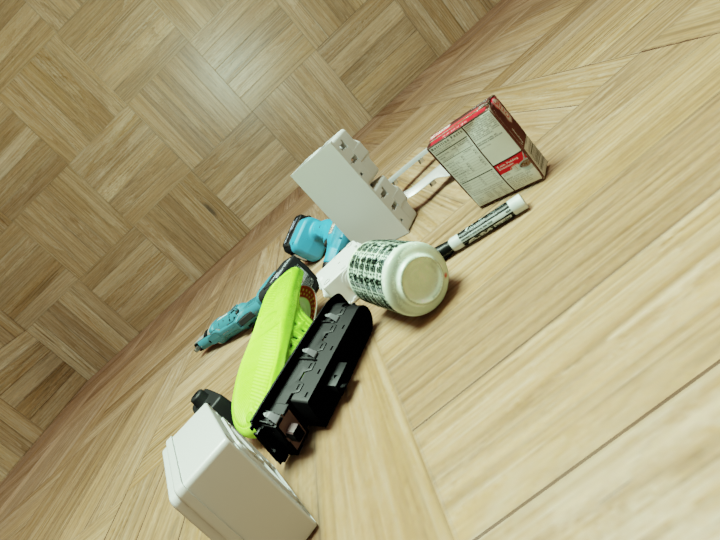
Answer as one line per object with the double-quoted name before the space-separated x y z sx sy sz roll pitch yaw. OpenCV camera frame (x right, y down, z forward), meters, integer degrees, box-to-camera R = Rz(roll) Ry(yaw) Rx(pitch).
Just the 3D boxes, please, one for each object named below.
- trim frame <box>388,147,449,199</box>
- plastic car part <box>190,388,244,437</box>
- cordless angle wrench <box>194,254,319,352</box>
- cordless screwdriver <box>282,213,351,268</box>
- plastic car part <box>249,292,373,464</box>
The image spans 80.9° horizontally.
"trim frame" 0.126 -0.191 0.778 0.246 0.027 0.191 -40 21 -13
"plastic car part" -0.197 0.192 0.574 0.065 0.069 0.121 -50 21 -26
"cordless angle wrench" -0.249 0.098 0.893 0.433 0.072 0.098 -30 21 41
"cordless screwdriver" -0.085 -0.055 0.866 0.257 0.071 0.160 -7 59 60
"plastic car part" -0.038 0.101 0.461 0.069 0.064 0.203 -19 29 35
